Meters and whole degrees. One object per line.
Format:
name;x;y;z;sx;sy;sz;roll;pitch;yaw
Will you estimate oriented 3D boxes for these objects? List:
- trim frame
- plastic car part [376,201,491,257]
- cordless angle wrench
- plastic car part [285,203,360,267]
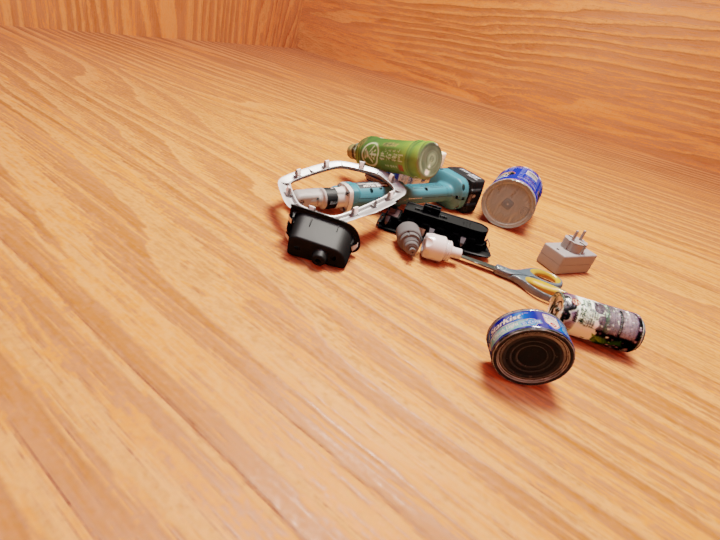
trim frame;-0.028;-0.144;0.733;0.193;0.027;0.241;35;42;28
plastic car part;0.137;-0.080;0.753;0.207;0.066;0.066;22;24;10
cordless angle wrench;0.059;-0.151;0.833;0.408;0.073;0.103;-9;37;-28
plastic car part;-0.061;-0.040;0.622;0.118;0.065;0.071;19;46;4
